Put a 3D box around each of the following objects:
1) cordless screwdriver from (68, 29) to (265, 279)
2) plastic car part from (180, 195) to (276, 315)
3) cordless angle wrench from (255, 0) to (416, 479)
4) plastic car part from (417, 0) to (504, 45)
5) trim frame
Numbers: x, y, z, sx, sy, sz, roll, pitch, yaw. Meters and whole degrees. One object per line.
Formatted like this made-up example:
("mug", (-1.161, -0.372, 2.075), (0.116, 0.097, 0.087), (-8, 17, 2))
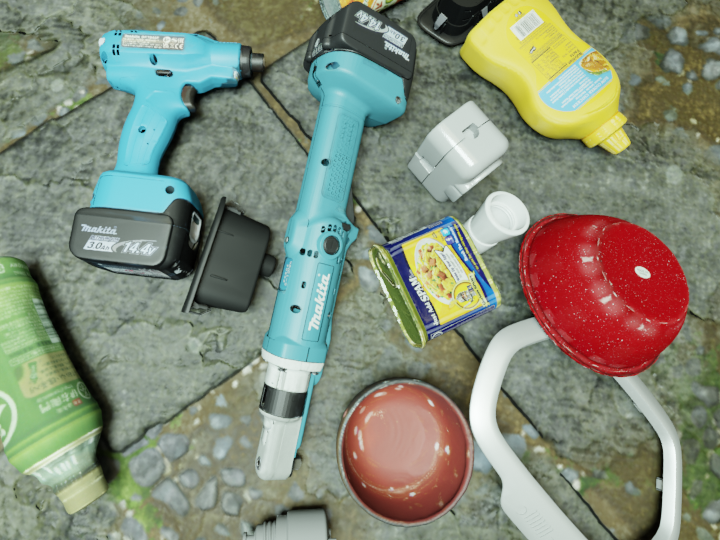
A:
("cordless screwdriver", (-0.177, -0.118, 0.408), (0.159, 0.073, 0.252), (1, 76, -3))
("plastic car part", (-0.118, -0.007, 0.399), (0.069, 0.068, 0.117), (23, 75, -19))
("cordless angle wrench", (-0.038, -0.025, 0.391), (0.093, 0.078, 0.424), (15, 83, -31))
("plastic car part", (0.153, -0.324, 0.463), (0.202, 0.067, 0.066), (-42, 94, -6))
("trim frame", (0.194, 0.152, 0.370), (0.182, 0.028, 0.246), (-43, 95, -22))
